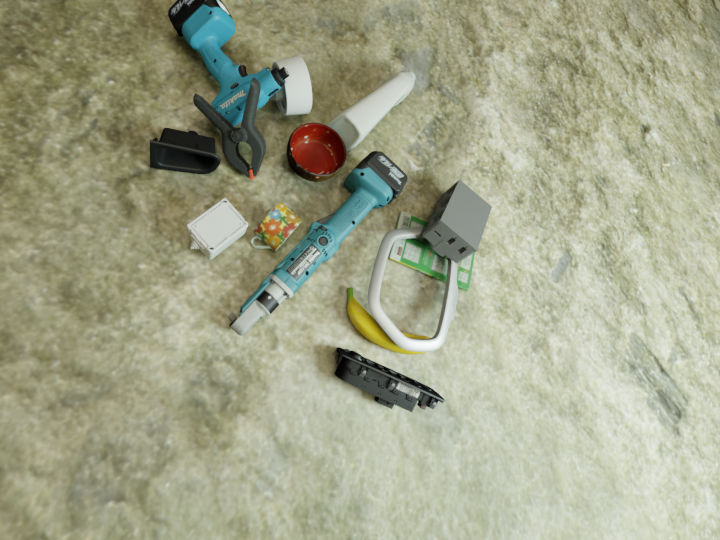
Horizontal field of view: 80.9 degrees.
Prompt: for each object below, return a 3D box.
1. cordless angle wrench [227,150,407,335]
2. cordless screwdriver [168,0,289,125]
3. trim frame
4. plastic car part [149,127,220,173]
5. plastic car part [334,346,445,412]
[{"bbox_3d":[-0.074,-0.049,0.760,0.098,0.075,0.420,42,69,-4],"label":"cordless angle wrench"},{"bbox_3d":[-0.240,-0.403,0.775,0.162,0.072,0.252,-28,83,18],"label":"cordless screwdriver"},{"bbox_3d":[0.104,0.028,0.784,0.181,0.028,0.252,21,61,-10],"label":"trim frame"},{"bbox_3d":[-0.308,-0.217,0.748,0.113,0.066,0.073,3,60,-21],"label":"plastic car part"},{"bbox_3d":[0.038,0.192,0.727,0.200,0.067,0.067,30,94,-8],"label":"plastic car part"}]
